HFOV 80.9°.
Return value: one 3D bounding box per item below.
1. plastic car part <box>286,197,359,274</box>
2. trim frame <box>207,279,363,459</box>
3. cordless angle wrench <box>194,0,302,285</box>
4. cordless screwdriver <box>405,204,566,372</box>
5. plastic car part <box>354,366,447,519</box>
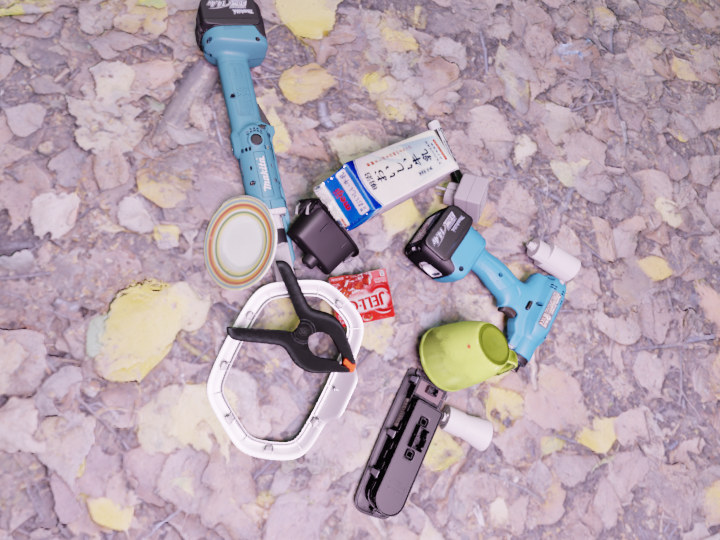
[{"bbox_3d":[-0.059,-0.038,0.599,0.070,0.069,0.112,-45,114,-17],"label":"plastic car part"},{"bbox_3d":[-0.098,0.129,0.572,0.185,0.027,0.249,27,79,1],"label":"trim frame"},{"bbox_3d":[-0.157,-0.185,0.623,0.095,0.076,0.425,-11,85,-23],"label":"cordless angle wrench"},{"bbox_3d":[0.182,0.026,0.638,0.246,0.075,0.159,35,74,-5],"label":"cordless screwdriver"},{"bbox_3d":[0.063,0.241,0.574,0.065,0.068,0.203,32,76,-12],"label":"plastic car part"}]
